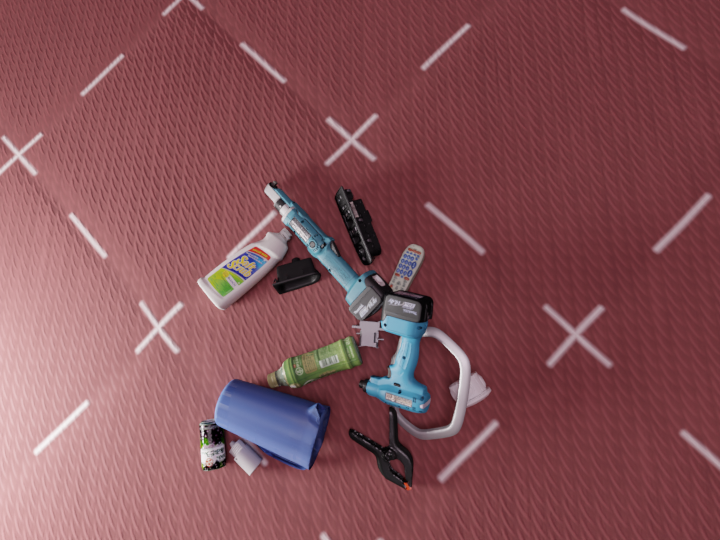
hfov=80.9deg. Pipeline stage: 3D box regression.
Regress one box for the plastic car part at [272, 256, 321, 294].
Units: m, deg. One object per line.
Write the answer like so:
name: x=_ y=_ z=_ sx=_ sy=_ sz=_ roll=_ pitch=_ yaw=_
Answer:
plastic car part: x=-0.160 y=0.005 z=1.041 sx=0.117 sy=0.063 sz=0.073 roll=-20 pitch=65 yaw=0

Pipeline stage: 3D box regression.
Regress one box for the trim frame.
trim frame: x=0.143 y=0.244 z=0.920 sx=0.193 sy=0.026 sz=0.247 roll=10 pitch=96 yaw=33

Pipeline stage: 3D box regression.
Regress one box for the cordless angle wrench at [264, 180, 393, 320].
cordless angle wrench: x=-0.101 y=-0.066 z=1.031 sx=0.437 sy=0.071 sz=0.098 roll=47 pitch=115 yaw=18

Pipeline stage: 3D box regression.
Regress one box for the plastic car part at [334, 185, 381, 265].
plastic car part: x=-0.002 y=-0.108 z=1.037 sx=0.065 sy=0.067 sz=0.207 roll=-10 pitch=74 yaw=-28

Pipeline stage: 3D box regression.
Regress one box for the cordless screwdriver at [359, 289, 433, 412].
cordless screwdriver: x=0.074 y=0.169 z=0.916 sx=0.167 sy=0.071 sz=0.247 roll=6 pitch=95 yaw=32
